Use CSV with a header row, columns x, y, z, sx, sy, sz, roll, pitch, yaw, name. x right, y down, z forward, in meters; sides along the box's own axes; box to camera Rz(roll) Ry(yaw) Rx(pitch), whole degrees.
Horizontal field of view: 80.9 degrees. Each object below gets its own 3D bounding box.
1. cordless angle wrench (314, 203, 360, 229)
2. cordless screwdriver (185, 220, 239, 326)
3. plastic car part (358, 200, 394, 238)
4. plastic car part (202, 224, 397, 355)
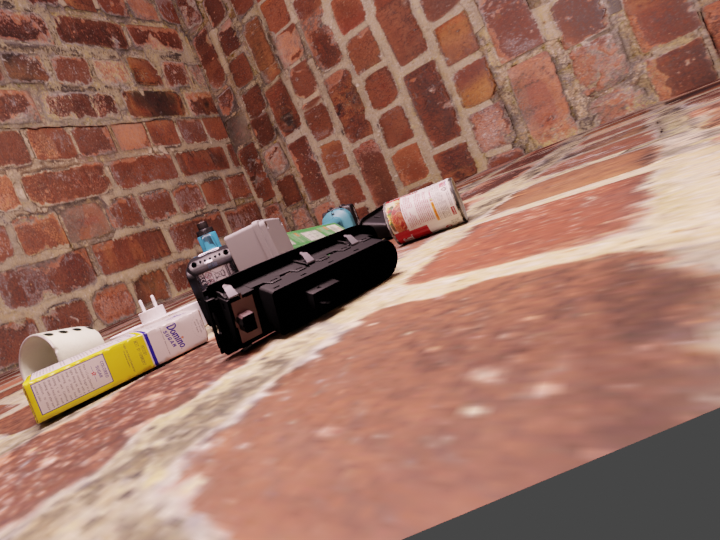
x,y,z,sx,sy,sz,roll,pitch,yaw,name
-0.082,-0.054,0.840,0.076,0.096,0.419,-18,12,18,cordless angle wrench
-0.225,-0.007,0.663,0.073,0.157,0.255,-23,8,-15,cordless screwdriver
0.057,-0.088,0.804,0.074,0.064,0.114,-1,22,36,plastic car part
-0.038,0.008,0.391,0.197,0.065,0.070,-28,18,-38,plastic car part
